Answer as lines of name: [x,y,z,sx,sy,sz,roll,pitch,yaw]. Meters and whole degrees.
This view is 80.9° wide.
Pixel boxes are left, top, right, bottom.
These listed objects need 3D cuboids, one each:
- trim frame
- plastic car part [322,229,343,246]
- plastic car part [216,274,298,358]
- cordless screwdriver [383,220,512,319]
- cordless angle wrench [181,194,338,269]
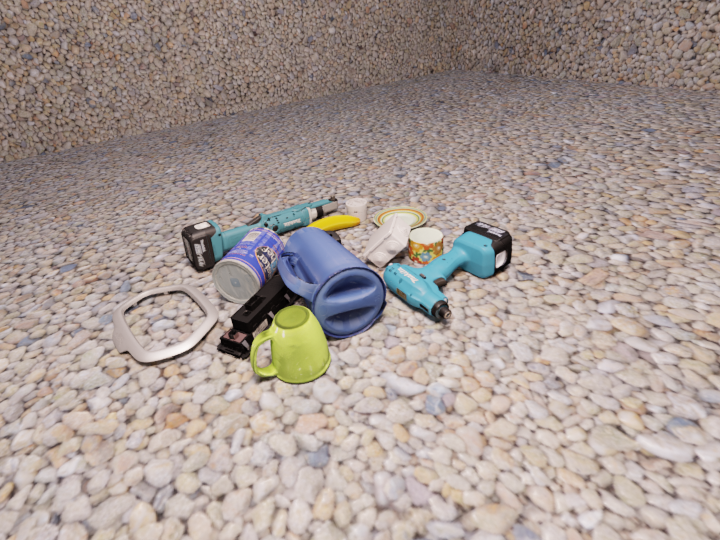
trim frame: [-0.381,0.093,0.813,0.179,0.027,0.263,-28,39,-31]
plastic car part: [-0.092,-0.060,0.939,0.116,0.068,0.068,-10,53,-2]
plastic car part: [-0.183,0.070,0.778,0.069,0.065,0.200,3,30,28]
cordless screwdriver: [0.185,0.000,0.795,0.244,0.071,0.168,-25,36,-20]
cordless angle wrench: [-0.229,-0.115,1.065,0.411,0.095,0.079,-23,34,-30]
